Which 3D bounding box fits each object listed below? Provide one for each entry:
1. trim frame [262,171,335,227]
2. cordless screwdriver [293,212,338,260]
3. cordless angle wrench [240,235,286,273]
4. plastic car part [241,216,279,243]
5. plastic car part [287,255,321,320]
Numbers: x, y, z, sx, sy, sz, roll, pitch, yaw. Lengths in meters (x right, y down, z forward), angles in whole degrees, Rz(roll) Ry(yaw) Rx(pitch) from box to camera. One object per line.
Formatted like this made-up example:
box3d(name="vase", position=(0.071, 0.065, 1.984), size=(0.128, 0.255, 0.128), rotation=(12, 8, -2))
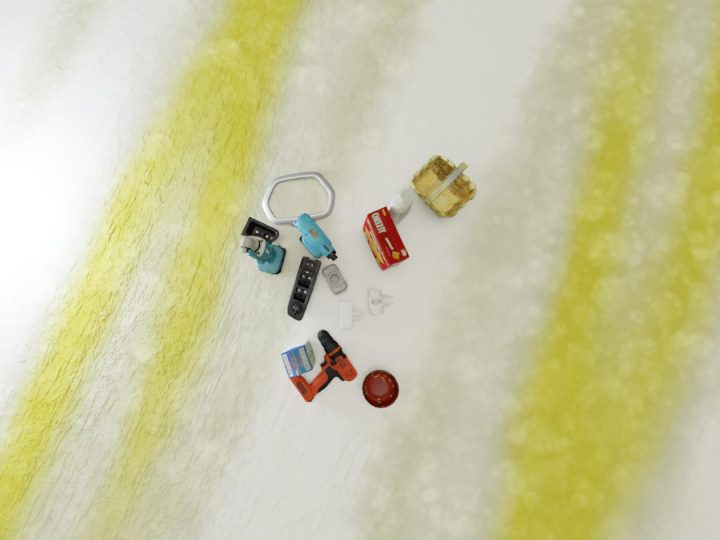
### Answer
box3d(name="trim frame", position=(-0.209, -0.239, 1.426), size=(0.249, 0.027, 0.186), rotation=(-9, 82, 1))
box3d(name="cordless screwdriver", position=(-0.126, -0.082, 1.289), size=(0.074, 0.247, 0.161), rotation=(-40, 86, -5))
box3d(name="cordless angle wrench", position=(-0.281, -0.053, 1.206), size=(0.074, 0.420, 0.098), rotation=(14, 85, -1))
box3d(name="plastic car part", position=(-0.322, -0.121, 1.393), size=(0.118, 0.070, 0.066), rotation=(23, 84, 4))
box3d(name="plastic car part", position=(-0.184, 0.059, 1.362), size=(0.067, 0.066, 0.203), rotation=(17, 83, 2))
